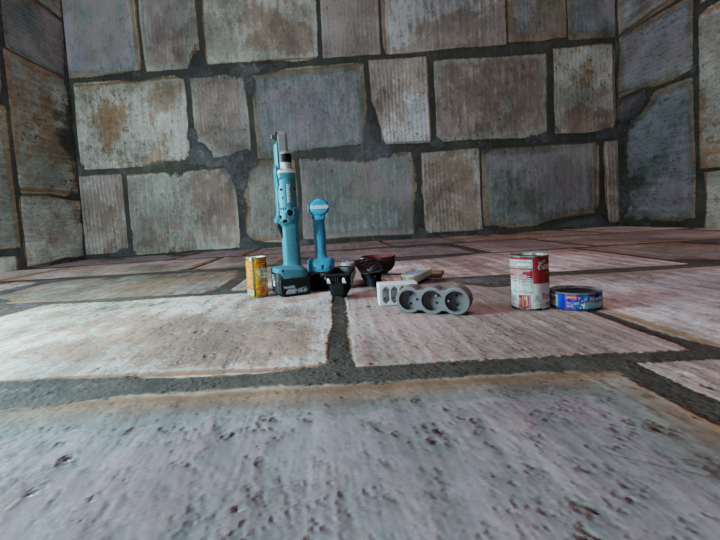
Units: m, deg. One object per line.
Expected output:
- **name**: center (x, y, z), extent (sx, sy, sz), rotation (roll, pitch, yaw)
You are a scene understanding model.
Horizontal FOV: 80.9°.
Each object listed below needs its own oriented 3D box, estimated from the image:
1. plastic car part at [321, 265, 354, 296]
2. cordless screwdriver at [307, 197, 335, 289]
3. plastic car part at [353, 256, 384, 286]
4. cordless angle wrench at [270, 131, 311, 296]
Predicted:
- **plastic car part**: center (-0.046, 0.030, 1.019), extent (0.067, 0.070, 0.115), rotation (-3, 6, 10)
- **cordless screwdriver**: center (-0.115, -0.075, 1.179), extent (0.073, 0.247, 0.162), rotation (-4, 5, -10)
- **plastic car part**: center (0.024, 0.005, 1.192), extent (0.066, 0.066, 0.205), rotation (-4, 7, -6)
- **cordless angle wrench**: center (-0.191, -0.148, 1.100), extent (0.095, 0.421, 0.077), rotation (-5, 4, -21)
